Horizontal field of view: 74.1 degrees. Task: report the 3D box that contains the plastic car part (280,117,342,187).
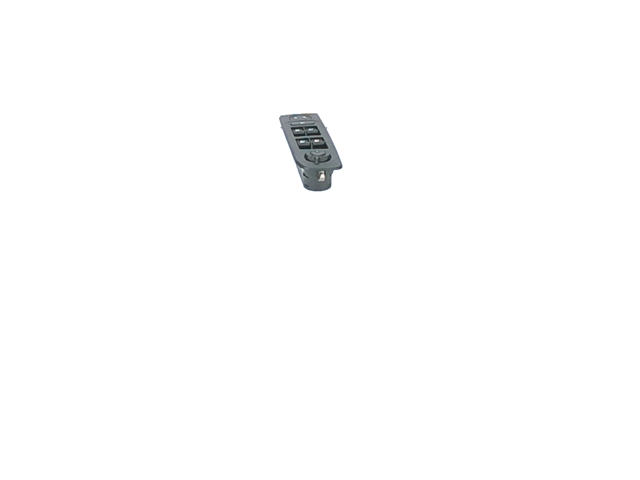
[{"bbox_3d":[-0.019,-0.136,0.653,0.066,0.067,0.203,0,32,-15],"label":"plastic car part"}]
